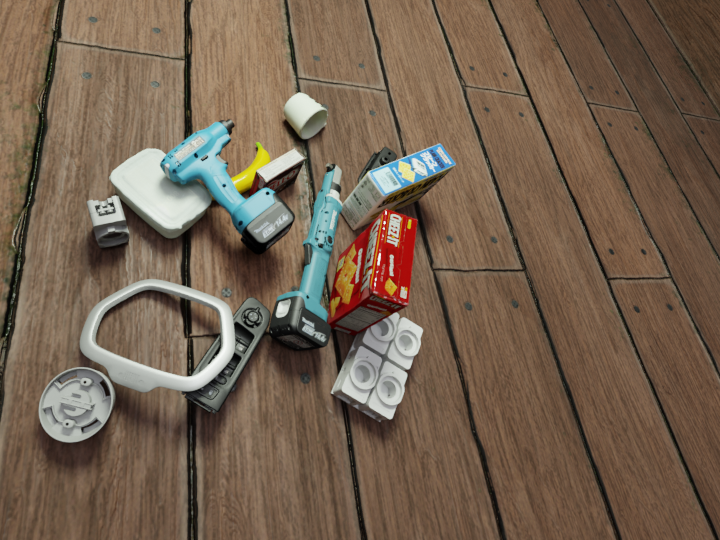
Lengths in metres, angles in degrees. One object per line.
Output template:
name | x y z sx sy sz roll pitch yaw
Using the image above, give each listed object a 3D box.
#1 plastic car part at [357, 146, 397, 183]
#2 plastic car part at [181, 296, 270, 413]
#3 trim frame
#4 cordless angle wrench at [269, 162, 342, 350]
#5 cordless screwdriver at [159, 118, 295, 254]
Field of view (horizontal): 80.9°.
plastic car part | 0.048 -0.246 0.997 0.066 0.071 0.116 34 56 -4
plastic car part | -0.216 0.138 0.712 0.066 0.067 0.204 27 55 -1
trim frame | -0.320 0.100 0.677 0.251 0.027 0.186 16 49 5
cordless angle wrench | -0.083 -0.054 0.849 0.093 0.077 0.431 38 47 -37
cordless screwdriver | -0.222 -0.160 0.773 0.250 0.074 0.158 43 68 2
